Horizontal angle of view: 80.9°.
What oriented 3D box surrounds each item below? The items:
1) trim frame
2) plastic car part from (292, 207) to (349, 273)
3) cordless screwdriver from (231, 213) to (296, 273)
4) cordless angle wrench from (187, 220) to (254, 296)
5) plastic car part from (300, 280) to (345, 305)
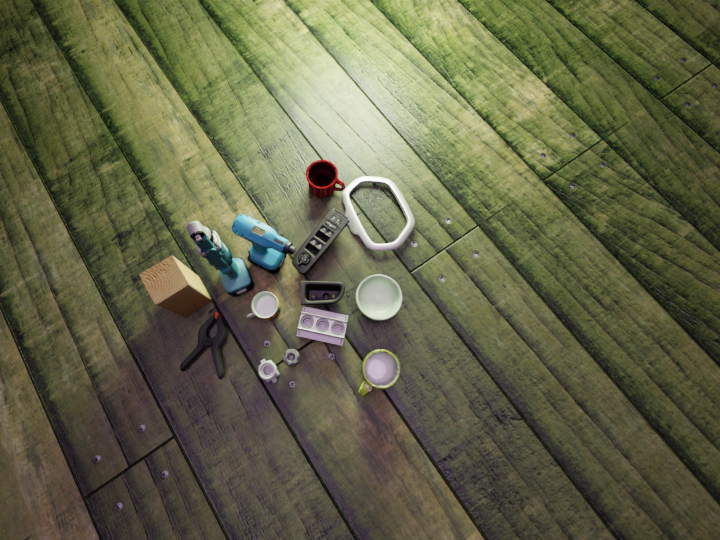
[{"bbox_3d":[0.048,-0.170,1.233,0.183,0.027,0.255,-24,73,-7],"label":"trim frame"},{"bbox_3d":[-0.116,-0.076,1.186,0.068,0.066,0.202,36,76,9],"label":"plastic car part"},{"bbox_3d":[-0.232,-0.054,1.088,0.162,0.245,0.074,27,75,5],"label":"cordless screwdriver"},{"bbox_3d":[-0.329,-0.030,0.992,0.074,0.416,0.100,-23,78,-10],"label":"cordless angle wrench"},{"bbox_3d":[-0.101,0.066,1.137,0.117,0.069,0.067,0,73,0],"label":"plastic car part"}]
